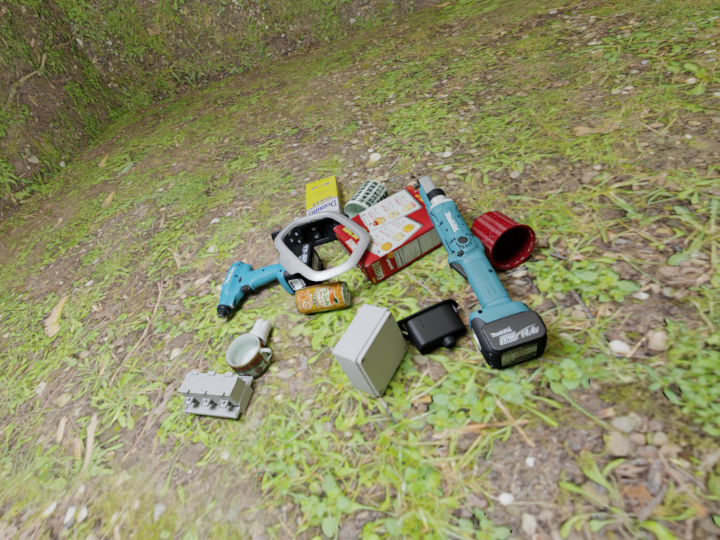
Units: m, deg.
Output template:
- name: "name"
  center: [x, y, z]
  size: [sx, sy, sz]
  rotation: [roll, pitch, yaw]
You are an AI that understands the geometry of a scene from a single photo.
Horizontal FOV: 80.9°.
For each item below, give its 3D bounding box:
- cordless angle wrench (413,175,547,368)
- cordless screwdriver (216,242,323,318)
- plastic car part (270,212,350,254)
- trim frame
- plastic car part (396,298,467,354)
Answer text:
- name: "cordless angle wrench"
  center: [0.186, -0.037, 0.765]
  size: [0.099, 0.070, 0.441]
  rotation: [-22, 50, 5]
- name: "cordless screwdriver"
  center: [-0.213, 0.028, 0.965]
  size: [0.256, 0.071, 0.163]
  rotation: [-12, 41, 21]
- name: "plastic car part"
  center: [-0.118, -0.097, 1.065]
  size: [0.207, 0.065, 0.067]
  rotation: [-13, 15, 16]
- name: "trim frame"
  center: [-0.089, -0.058, 0.915]
  size: [0.182, 0.026, 0.263]
  rotation: [-35, 43, -16]
- name: "plastic car part"
  center: [0.130, 0.102, 0.720]
  size: [0.116, 0.063, 0.074]
  rotation: [-23, 54, -2]
